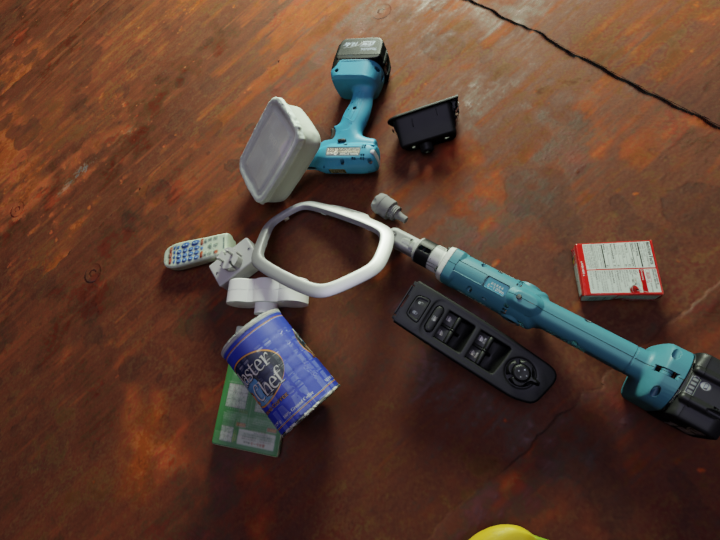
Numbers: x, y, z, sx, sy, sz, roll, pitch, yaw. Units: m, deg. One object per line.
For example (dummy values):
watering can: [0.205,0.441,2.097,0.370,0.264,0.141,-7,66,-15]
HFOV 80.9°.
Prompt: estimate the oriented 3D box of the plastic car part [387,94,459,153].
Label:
plastic car part: [0.111,-0.232,0.702,0.119,0.064,0.072,-16,81,15]

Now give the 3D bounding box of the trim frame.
trim frame: [-0.065,-0.043,0.666,0.263,0.026,0.183,21,60,37]

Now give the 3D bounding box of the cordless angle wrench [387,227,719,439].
cordless angle wrench: [0.209,0.044,0.546,0.444,0.093,0.074,31,85,29]

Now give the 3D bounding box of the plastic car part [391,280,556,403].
plastic car part: [0.143,0.099,0.555,0.211,0.064,0.066,31,74,21]

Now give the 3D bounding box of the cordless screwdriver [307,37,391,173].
cordless screwdriver: [-0.033,-0.290,0.762,0.165,0.071,0.251,4,75,20]
